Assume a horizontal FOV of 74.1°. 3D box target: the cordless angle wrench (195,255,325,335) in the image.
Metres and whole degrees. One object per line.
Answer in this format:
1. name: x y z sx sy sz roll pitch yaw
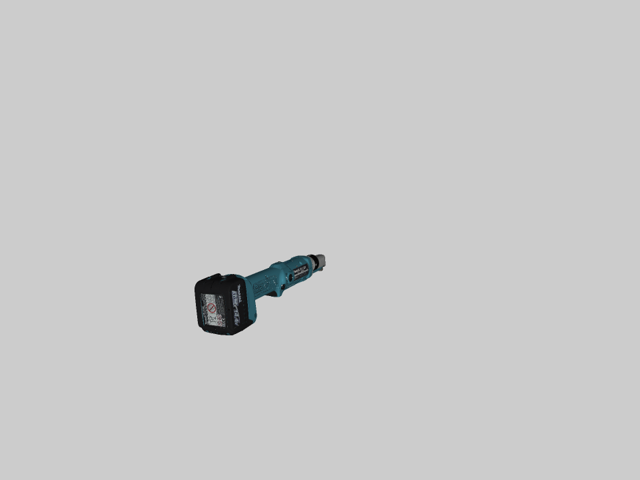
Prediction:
1. cordless angle wrench: -0.085 0.079 0.872 0.074 0.098 0.422 1 9 25
